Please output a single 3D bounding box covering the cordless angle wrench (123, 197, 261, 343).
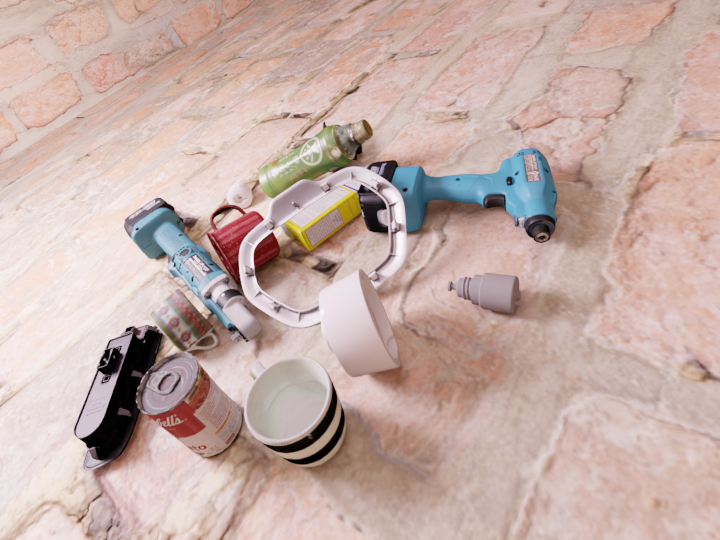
[{"bbox_3d":[-0.274,-0.010,0.686,0.097,0.071,0.448,-41,45,-18],"label":"cordless angle wrench"}]

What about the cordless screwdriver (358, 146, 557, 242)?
[{"bbox_3d":[0.124,-0.092,0.570,0.256,0.071,0.162,-2,45,19],"label":"cordless screwdriver"}]

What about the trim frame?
[{"bbox_3d":[-0.055,-0.036,0.563,0.250,0.026,0.191,-34,67,8],"label":"trim frame"}]

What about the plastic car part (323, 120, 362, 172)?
[{"bbox_3d":[-0.034,-0.235,0.813,0.070,0.063,0.121,-10,43,-5],"label":"plastic car part"}]

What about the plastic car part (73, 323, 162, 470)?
[{"bbox_3d":[-0.314,0.146,0.549,0.066,0.064,0.211,-14,44,1],"label":"plastic car part"}]
